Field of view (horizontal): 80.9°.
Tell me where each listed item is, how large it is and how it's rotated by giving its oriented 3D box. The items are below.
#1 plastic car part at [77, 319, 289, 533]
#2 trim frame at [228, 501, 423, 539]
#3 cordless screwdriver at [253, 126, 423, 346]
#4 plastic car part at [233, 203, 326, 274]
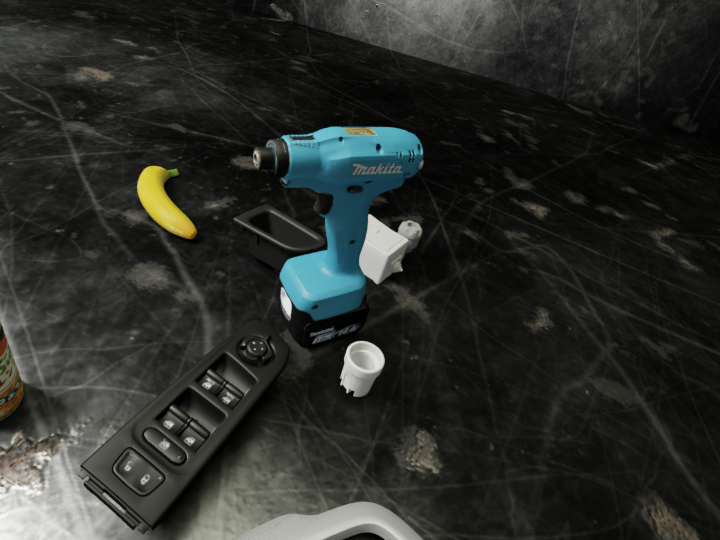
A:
[{"bbox_3d":[-0.130,0.121,0.366,0.068,0.066,0.201,25,38,12],"label":"plastic car part"},{"bbox_3d":[-0.032,0.251,0.261,0.240,0.027,0.194,-12,44,-30],"label":"trim frame"},{"bbox_3d":[-0.043,-0.028,0.436,0.153,0.244,0.078,-8,44,-29],"label":"cordless screwdriver"},{"bbox_3d":[-0.107,-0.030,0.563,0.121,0.070,0.064,32,40,22],"label":"plastic car part"}]
